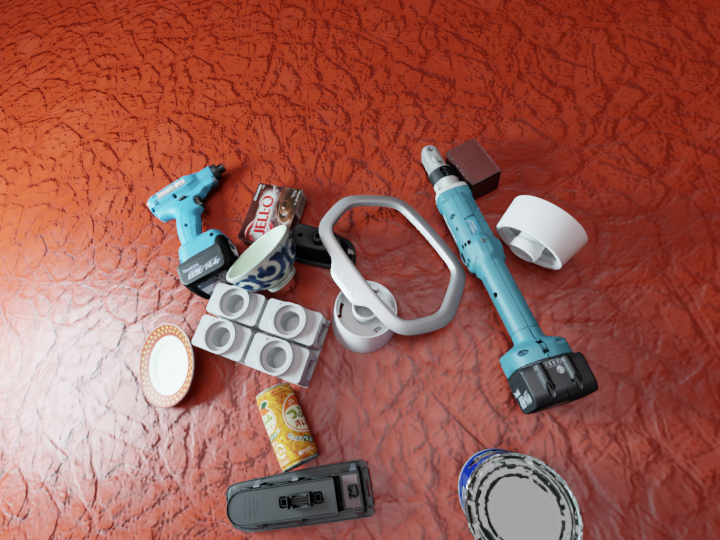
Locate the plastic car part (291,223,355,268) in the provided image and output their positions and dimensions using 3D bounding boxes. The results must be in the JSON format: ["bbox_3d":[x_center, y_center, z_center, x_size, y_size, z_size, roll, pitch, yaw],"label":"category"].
[{"bbox_3d":[-0.067,-0.044,0.685,0.121,0.068,0.066,13,73,21],"label":"plastic car part"}]

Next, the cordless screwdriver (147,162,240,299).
[{"bbox_3d":[-0.277,-0.083,0.758,0.159,0.071,0.261,-34,60,-2],"label":"cordless screwdriver"}]

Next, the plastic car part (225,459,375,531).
[{"bbox_3d":[-0.089,0.301,0.550,0.206,0.064,0.068,-14,73,11],"label":"plastic car part"}]

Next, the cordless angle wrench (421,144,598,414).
[{"bbox_3d":[0.174,-0.024,0.605,0.074,0.094,0.439,-19,61,0],"label":"cordless angle wrench"}]

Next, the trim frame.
[{"bbox_3d":[0.046,-0.019,0.634,0.180,0.027,0.257,-30,70,-23],"label":"trim frame"}]
